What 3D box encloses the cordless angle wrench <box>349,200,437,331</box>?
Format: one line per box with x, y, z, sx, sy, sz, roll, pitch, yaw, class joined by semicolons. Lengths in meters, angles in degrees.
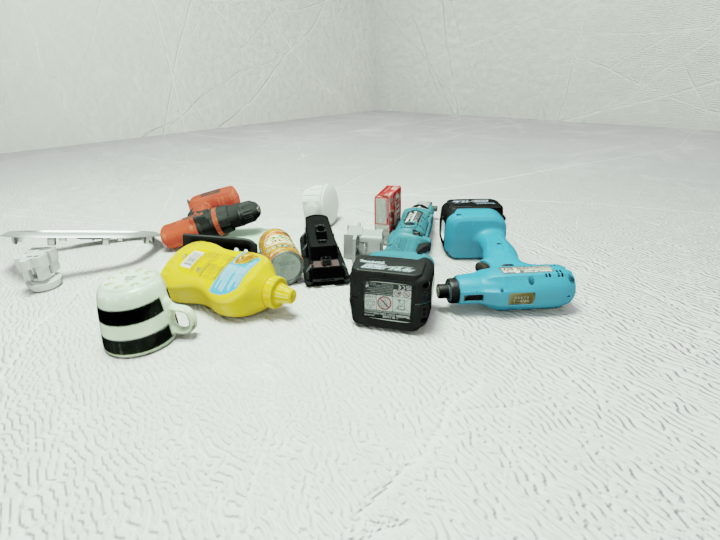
0.078;-0.047;0.664;0.101;0.072;0.421;4;24;13;cordless angle wrench

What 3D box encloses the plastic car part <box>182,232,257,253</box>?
-0.215;-0.028;0.672;0.117;0.065;0.071;2;10;2;plastic car part

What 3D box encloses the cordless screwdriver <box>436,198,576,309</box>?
0.165;-0.027;0.607;0.159;0.072;0.256;-4;29;-2;cordless screwdriver

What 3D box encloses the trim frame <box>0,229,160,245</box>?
-0.474;-0.058;0.734;0.240;0.027;0.192;-4;9;-24;trim frame

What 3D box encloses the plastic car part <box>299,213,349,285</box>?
-0.067;-0.044;0.683;0.066;0.065;0.209;-12;23;-5;plastic car part
